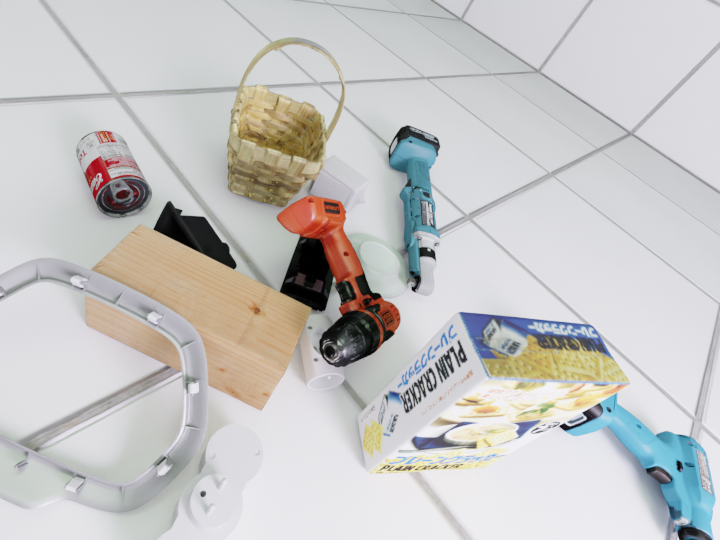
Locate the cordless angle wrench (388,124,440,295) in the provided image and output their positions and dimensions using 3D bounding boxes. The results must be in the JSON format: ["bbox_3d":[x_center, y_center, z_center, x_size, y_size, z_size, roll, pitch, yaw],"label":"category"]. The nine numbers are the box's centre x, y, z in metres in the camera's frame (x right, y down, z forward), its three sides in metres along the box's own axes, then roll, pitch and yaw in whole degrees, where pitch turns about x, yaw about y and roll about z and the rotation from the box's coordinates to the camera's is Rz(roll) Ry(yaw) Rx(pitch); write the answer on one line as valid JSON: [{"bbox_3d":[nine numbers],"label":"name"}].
[{"bbox_3d":[0.107,-0.123,0.782,0.096,0.074,0.434,17,45,-14],"label":"cordless angle wrench"}]

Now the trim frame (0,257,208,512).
[{"bbox_3d":[-0.248,0.096,0.359,0.247,0.027,0.184,27,77,-3],"label":"trim frame"}]

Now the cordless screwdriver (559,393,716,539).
[{"bbox_3d":[0.346,0.226,0.558,0.252,0.074,0.157,38,43,5],"label":"cordless screwdriver"}]

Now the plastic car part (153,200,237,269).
[{"bbox_3d":[-0.203,-0.027,0.539,0.120,0.066,0.068,47,30,16],"label":"plastic car part"}]

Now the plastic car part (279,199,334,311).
[{"bbox_3d":[-0.061,-0.040,0.621,0.066,0.066,0.207,13,40,-2],"label":"plastic car part"}]
